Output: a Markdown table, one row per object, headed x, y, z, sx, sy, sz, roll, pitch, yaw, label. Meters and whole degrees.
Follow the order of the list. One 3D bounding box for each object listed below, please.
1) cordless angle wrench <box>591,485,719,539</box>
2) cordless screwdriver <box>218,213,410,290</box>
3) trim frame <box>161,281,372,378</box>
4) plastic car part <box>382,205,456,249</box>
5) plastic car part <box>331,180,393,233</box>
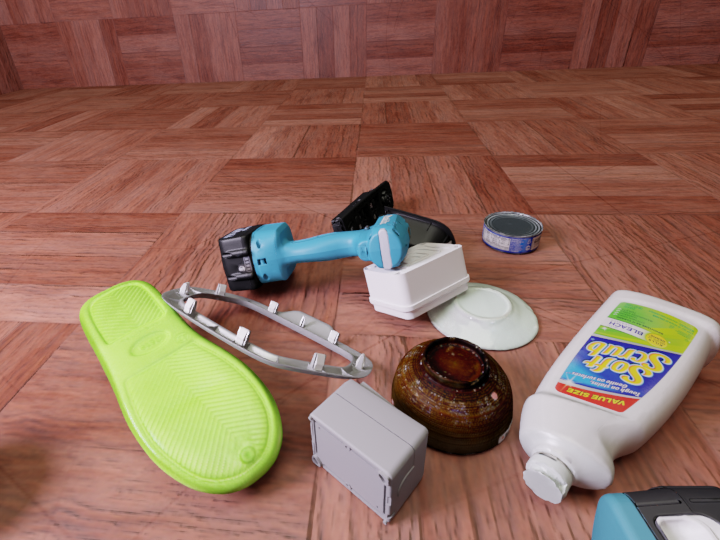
| x | y | z | sx | sy | sz | roll | pitch | yaw | label |
| --- | --- | --- | --- | --- | --- | --- | --- | --- | --- |
| 0.010 | 0.197 | 0.252 | 0.426 | 0.095 | 0.076 | -6 | 31 | 4 | cordless angle wrench |
| -0.057 | -0.037 | 0.584 | 0.254 | 0.073 | 0.159 | -6 | 16 | 14 | cordless screwdriver |
| -0.101 | 0.057 | 0.458 | 0.261 | 0.027 | 0.175 | 18 | 1 | 31 | trim frame |
| 0.077 | -0.042 | 0.644 | 0.122 | 0.063 | 0.070 | 21 | 53 | 28 | plastic car part |
| 0.002 | -0.094 | 0.730 | 0.070 | 0.064 | 0.200 | -11 | 24 | 38 | plastic car part |
